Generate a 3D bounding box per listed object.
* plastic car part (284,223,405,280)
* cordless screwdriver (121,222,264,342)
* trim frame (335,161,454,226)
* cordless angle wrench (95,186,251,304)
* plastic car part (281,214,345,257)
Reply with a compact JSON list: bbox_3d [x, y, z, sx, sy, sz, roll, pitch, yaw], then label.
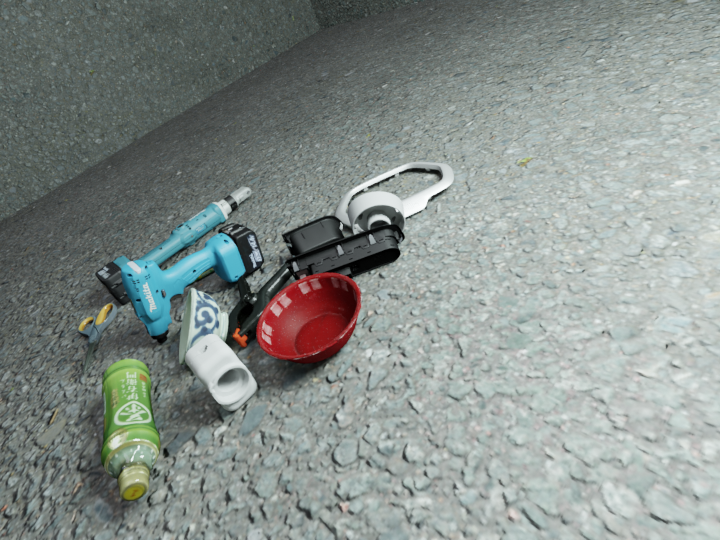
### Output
[{"bbox_3d":[-0.020,-0.019,0.701,0.204,0.063,0.070,-23,44,5],"label":"plastic car part"},{"bbox_3d":[-0.301,0.018,0.791,0.242,0.154,0.079,-30,35,-34],"label":"cordless screwdriver"},{"bbox_3d":[0.064,-0.155,0.847,0.248,0.026,0.192,-24,34,-1],"label":"trim frame"},{"bbox_3d":[-0.432,-0.087,1.039,0.103,0.071,0.418,17,52,44],"label":"cordless angle wrench"},{"bbox_3d":[-0.077,-0.050,0.785,0.116,0.063,0.074,-23,49,-2],"label":"plastic car part"}]
